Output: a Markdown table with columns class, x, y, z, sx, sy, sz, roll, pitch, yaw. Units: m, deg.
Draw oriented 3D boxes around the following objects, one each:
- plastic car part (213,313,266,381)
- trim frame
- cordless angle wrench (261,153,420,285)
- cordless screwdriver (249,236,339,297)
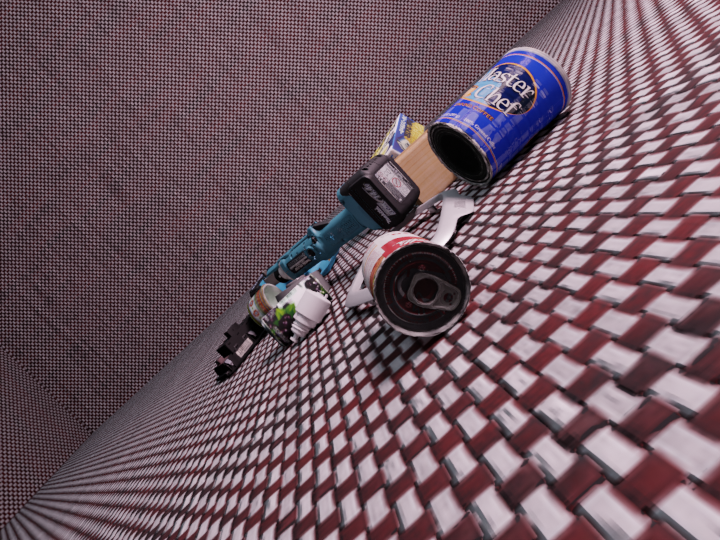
| class | x | y | z | sx | sy | sz | roll | pitch | yaw |
| --- | --- | --- | --- | --- | --- | --- | --- | --- | --- |
| plastic car part | -0.231 | 0.129 | 0.853 | 0.067 | 0.067 | 0.201 | -45 | 4 | 41 |
| trim frame | 0.060 | -0.032 | 0.531 | 0.187 | 0.027 | 0.248 | -38 | 10 | 26 |
| cordless angle wrench | -0.074 | -0.048 | 0.752 | 0.432 | 0.097 | 0.074 | -32 | 13 | 48 |
| cordless screwdriver | -0.156 | 0.023 | 0.950 | 0.255 | 0.072 | 0.160 | -30 | 26 | 38 |
